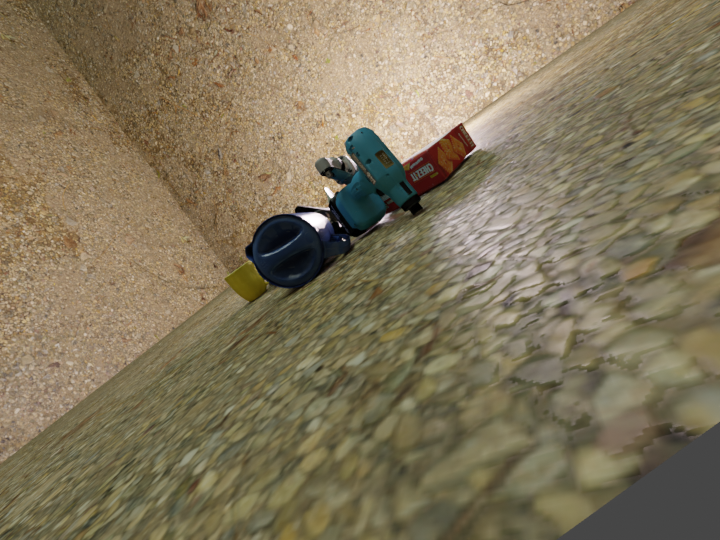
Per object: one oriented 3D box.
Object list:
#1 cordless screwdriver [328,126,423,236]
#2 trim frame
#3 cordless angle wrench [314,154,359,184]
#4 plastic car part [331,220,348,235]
[{"bbox_3d":[0.022,-0.126,0.748,0.073,0.162,0.247,-34,-8,-17],"label":"cordless screwdriver"},{"bbox_3d":[-0.153,-0.065,1.058,0.247,0.028,0.178,-41,-16,-6],"label":"trim frame"},{"bbox_3d":[-0.002,-0.215,0.958,0.075,0.099,0.410,-36,-7,21],"label":"cordless angle wrench"},{"bbox_3d":[-0.099,-0.065,1.012,0.203,0.065,0.068,-39,14,-2],"label":"plastic car part"}]
